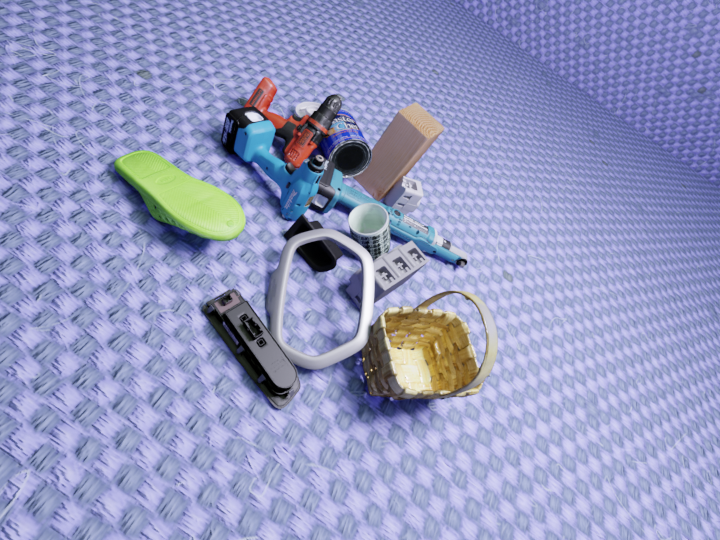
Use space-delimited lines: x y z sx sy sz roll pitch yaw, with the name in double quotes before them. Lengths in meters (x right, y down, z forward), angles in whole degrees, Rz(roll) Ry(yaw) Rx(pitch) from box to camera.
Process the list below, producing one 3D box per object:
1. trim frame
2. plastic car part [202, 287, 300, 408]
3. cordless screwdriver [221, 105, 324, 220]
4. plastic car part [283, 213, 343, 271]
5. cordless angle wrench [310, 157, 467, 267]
"trim frame" -0.070 0.041 0.719 0.186 0.027 0.253 2 69 5
"plastic car part" -0.158 0.111 0.651 0.064 0.067 0.207 -28 76 -41
"cordless screwdriver" -0.172 -0.235 0.845 0.072 0.159 0.256 -27 71 -42
"plastic car part" -0.081 -0.053 0.828 0.118 0.067 0.069 49 33 6
"cordless angle wrench" 0.066 -0.112 0.946 0.413 0.075 0.100 26 48 -13
